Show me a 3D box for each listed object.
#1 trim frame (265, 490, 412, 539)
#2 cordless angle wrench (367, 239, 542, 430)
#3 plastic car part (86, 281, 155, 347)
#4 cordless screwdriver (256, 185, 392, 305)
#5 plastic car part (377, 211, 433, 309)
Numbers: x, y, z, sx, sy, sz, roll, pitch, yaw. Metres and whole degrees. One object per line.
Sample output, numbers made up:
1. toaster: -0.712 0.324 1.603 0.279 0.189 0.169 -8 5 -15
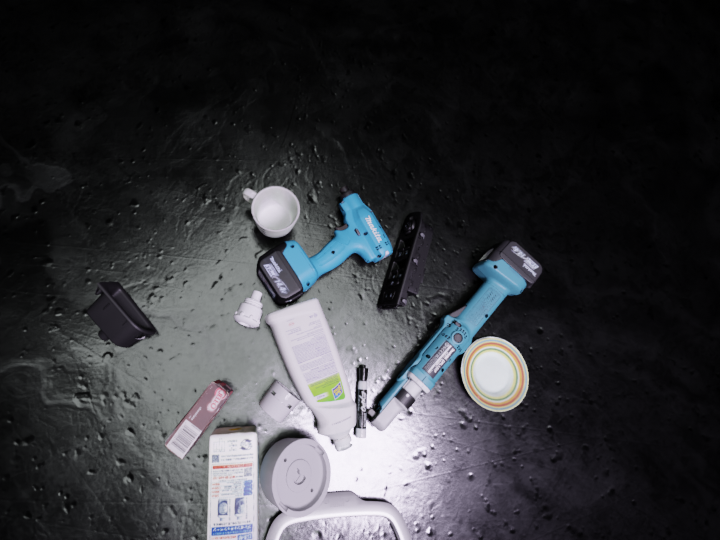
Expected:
1. trim frame: -0.034 0.457 0.671 0.246 0.027 0.187 -2 76 -6
2. cordless angle wrench: 0.167 0.121 0.772 0.099 0.074 0.420 43 76 3
3. plastic car part: -0.412 0.083 0.711 0.071 0.065 0.117 -38 87 -1
4. cordless screwdriver: -0.077 -0.050 0.784 0.244 0.074 0.162 -27 80 -18
5. plastic car part: 0.095 -0.018 0.803 0.065 0.067 0.205 19 73 -16
